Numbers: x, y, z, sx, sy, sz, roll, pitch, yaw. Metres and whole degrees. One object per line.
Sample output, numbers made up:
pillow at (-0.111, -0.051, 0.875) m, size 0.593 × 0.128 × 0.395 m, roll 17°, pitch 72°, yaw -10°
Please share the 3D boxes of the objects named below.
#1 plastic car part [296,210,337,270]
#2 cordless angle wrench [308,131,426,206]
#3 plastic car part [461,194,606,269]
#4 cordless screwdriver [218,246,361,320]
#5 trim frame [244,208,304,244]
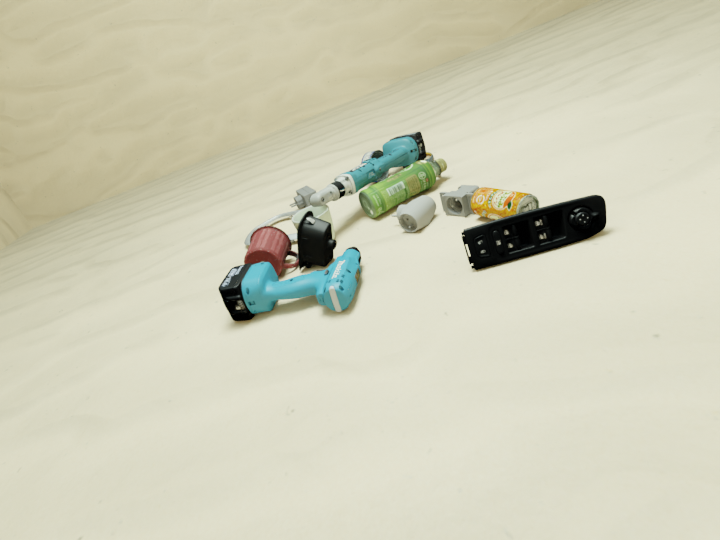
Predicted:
plastic car part at (-0.081, -0.053, 0.832) m, size 0.074 × 0.113 × 0.065 m, roll 20°, pitch 42°, yaw 20°
cordless angle wrench at (0.023, -0.242, 1.025) m, size 0.103 × 0.072 × 0.415 m, roll 1°, pitch 29°, yaw 41°
plastic car part at (0.261, -0.060, 0.645) m, size 0.207 × 0.066 × 0.066 m, roll -16°, pitch 1°, yaw 15°
cordless screwdriver at (-0.121, 0.015, 0.770) m, size 0.256 × 0.072 × 0.160 m, roll -7°, pitch 30°, yaw 20°
trim frame at (-0.186, -0.109, 1.079) m, size 0.258 × 0.026 × 0.184 m, roll -4°, pitch 32°, yaw 28°
